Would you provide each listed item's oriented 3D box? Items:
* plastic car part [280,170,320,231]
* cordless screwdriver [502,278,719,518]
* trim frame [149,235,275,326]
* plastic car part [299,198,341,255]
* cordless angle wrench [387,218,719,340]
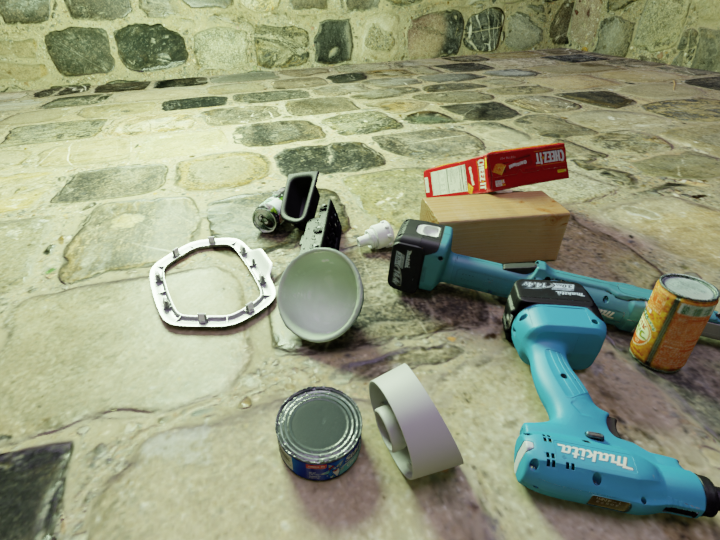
[{"bbox_3d":[-0.108,-0.122,0.804,0.068,0.067,0.119,-3,63,21],"label":"plastic car part"},{"bbox_3d":[0.238,0.118,0.442,0.162,0.072,0.252,5,39,10],"label":"cordless screwdriver"},{"bbox_3d":[-0.234,0.008,0.669,0.179,0.027,0.263,-18,36,-23],"label":"trim frame"},{"bbox_3d":[-0.069,-0.045,0.706,0.068,0.064,0.209,-10,34,4],"label":"plastic car part"},{"bbox_3d":[0.254,0.023,0.573,0.436,0.095,0.074,14,36,16],"label":"cordless angle wrench"}]
